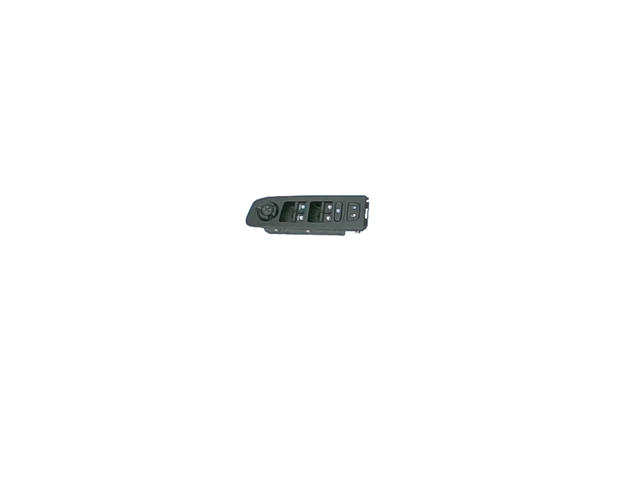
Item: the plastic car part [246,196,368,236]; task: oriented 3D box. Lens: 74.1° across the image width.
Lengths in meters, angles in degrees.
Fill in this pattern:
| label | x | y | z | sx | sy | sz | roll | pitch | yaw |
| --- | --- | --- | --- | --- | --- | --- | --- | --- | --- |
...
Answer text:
| label | x | y | z | sx | sy | sz | roll | pitch | yaw |
| --- | --- | --- | --- | --- | --- | --- | --- | --- | --- |
| plastic car part | -0.021 | -0.038 | 0.717 | 0.203 | 0.066 | 0.067 | 3 | -20 | 9 |
